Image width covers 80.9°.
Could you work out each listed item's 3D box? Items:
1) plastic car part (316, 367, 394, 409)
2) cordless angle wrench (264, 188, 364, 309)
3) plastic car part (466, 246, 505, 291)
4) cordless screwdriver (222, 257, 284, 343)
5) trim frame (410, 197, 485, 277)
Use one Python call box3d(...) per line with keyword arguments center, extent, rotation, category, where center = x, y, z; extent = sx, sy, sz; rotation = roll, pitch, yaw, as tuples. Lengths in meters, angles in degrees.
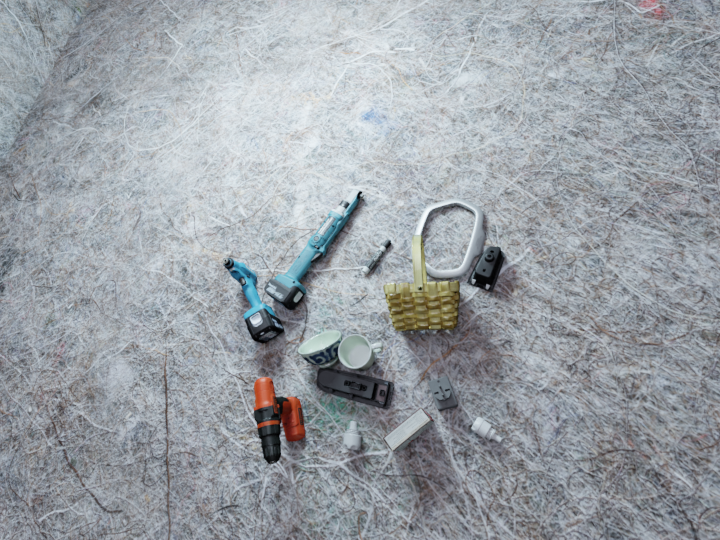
box3d(center=(-0.025, 0.289, 1.057), extent=(0.211, 0.064, 0.067), rotation=(7, 76, 25), category="plastic car part")
box3d(center=(-0.124, -0.081, 1.265), extent=(0.103, 0.071, 0.422), rotation=(28, 75, 27), category="cordless angle wrench")
box3d(center=(0.323, -0.016, 1.071), extent=(0.069, 0.068, 0.117), rotation=(21, 77, 24), category="plastic car part")
box3d(center=(-0.316, 0.077, 1.207), extent=(0.074, 0.152, 0.260), rotation=(-32, 62, 1), category="cordless screwdriver")
box3d(center=(0.242, -0.091, 1.161), extent=(0.192, 0.026, 0.250), rotation=(12, 68, 25), category="trim frame")
